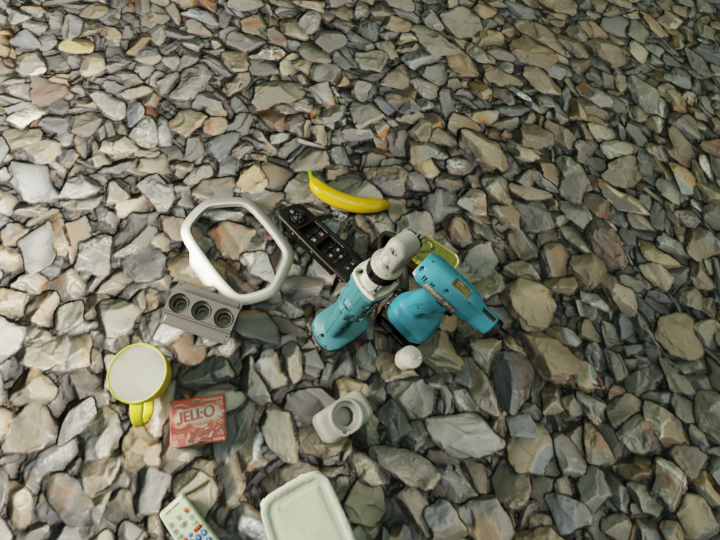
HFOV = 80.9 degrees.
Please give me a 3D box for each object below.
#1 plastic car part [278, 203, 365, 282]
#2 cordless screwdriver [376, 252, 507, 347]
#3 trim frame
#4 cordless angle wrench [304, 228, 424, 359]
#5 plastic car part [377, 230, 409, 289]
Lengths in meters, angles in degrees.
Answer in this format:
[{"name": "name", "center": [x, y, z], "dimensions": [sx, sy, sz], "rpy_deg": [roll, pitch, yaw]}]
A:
[{"name": "plastic car part", "center": [-0.083, -0.054, 0.846], "dimensions": [0.065, 0.066, 0.207], "rpy_deg": [-40, 78, -24]}, {"name": "cordless screwdriver", "center": [0.128, 0.077, 0.722], "dimensions": [0.162, 0.247, 0.073], "rpy_deg": [45, 65, 7]}, {"name": "trim frame", "center": [-0.245, -0.045, 0.836], "dimensions": [0.181, 0.027, 0.255], "rpy_deg": [-36, 76, -22]}, {"name": "cordless angle wrench", "center": [-0.004, 0.045, 0.619], "dimensions": [0.096, 0.421, 0.076], "rpy_deg": [-31, 79, -23]}, {"name": "plastic car part", "center": [0.055, -0.012, 0.848], "dimensions": [0.065, 0.070, 0.119], "rpy_deg": [6, 66, -10]}]
